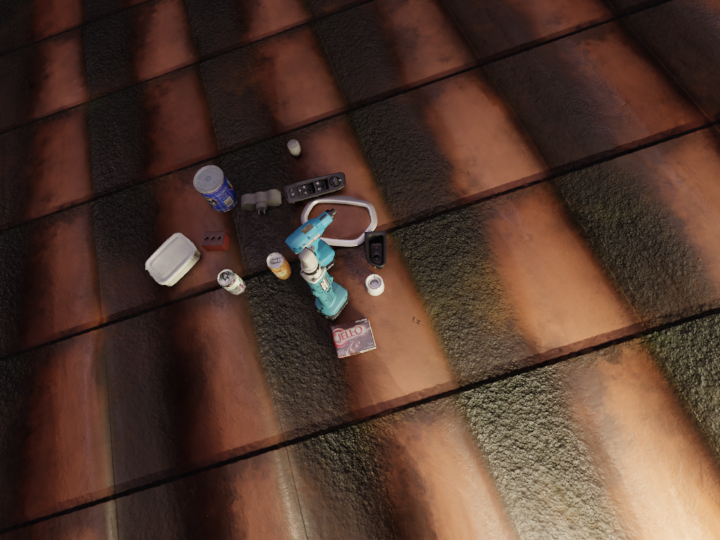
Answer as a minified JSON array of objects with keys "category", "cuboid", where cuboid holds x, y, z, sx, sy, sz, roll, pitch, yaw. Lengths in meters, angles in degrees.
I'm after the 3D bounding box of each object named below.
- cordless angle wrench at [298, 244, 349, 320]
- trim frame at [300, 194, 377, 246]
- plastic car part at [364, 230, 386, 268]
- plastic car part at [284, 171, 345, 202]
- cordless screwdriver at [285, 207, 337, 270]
[{"category":"cordless angle wrench","cuboid":[-0.100,0.034,1.078,0.077,0.409,0.098,33,77,15]},{"category":"trim frame","cuboid":[-0.070,-0.164,1.360,0.254,0.026,0.187,5,69,12]},{"category":"plastic car part","cuboid":[0.047,-0.054,1.271,0.067,0.068,0.119,-3,69,7]},{"category":"plastic car part","cuboid":[-0.143,-0.267,1.393,0.204,0.065,0.068,-16,68,3]},{"category":"cordless screwdriver","cuboid":[-0.119,-0.078,1.218,0.158,0.240,0.077,-41,72,-9]}]
